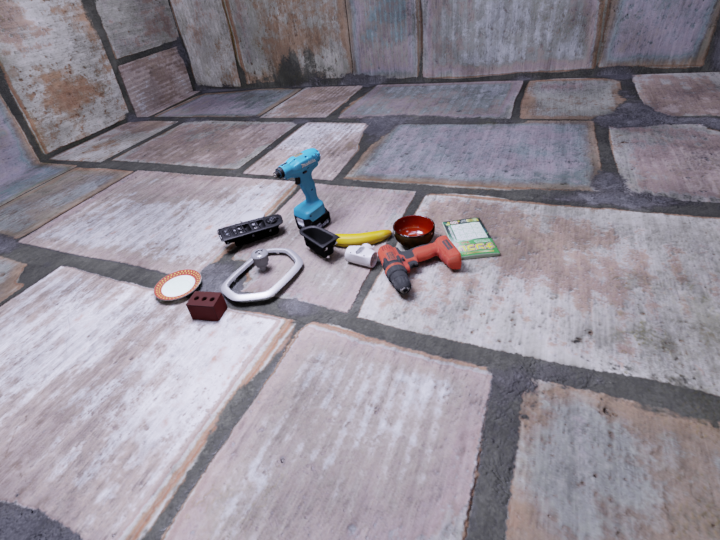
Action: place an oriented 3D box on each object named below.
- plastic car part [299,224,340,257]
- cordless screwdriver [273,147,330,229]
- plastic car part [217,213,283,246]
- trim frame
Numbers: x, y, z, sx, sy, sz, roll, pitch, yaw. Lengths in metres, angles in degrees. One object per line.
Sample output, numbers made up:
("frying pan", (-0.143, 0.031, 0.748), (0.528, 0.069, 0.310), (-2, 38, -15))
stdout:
("plastic car part", (-0.116, -0.076, 1.188), (0.064, 0.068, 0.123), (-33, 42, -30))
("cordless screwdriver", (-0.174, -0.223, 1.254), (0.079, 0.240, 0.156), (24, 46, 37))
("plastic car part", (-0.330, -0.118, 1.299), (0.199, 0.064, 0.070), (-23, 38, -17))
("trim frame", (-0.265, 0.007, 1.148), (0.192, 0.026, 0.247), (11, 41, 26))
